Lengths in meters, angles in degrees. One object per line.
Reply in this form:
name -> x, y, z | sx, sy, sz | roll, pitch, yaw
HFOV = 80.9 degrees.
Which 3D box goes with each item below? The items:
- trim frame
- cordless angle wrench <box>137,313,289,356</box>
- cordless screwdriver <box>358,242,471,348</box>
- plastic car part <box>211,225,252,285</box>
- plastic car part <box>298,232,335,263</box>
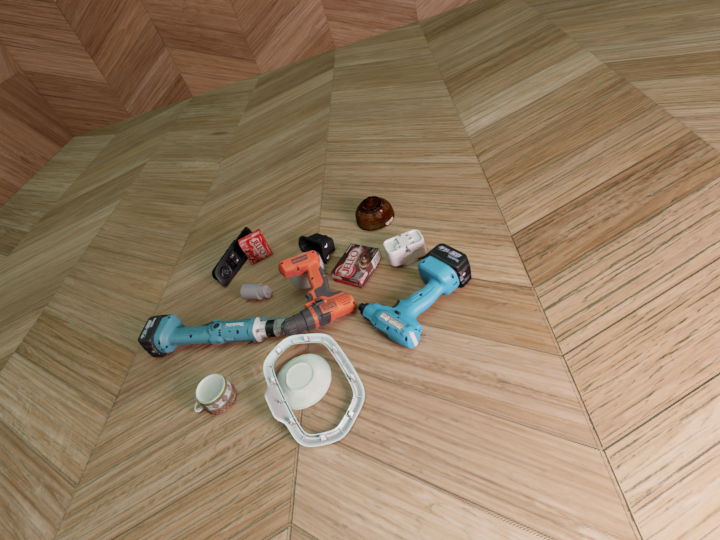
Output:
trim frame -> -0.102, 0.230, 0.859 | 0.182, 0.026, 0.262 | -30, 53, -9
cordless angle wrench -> -0.349, 0.152, 1.055 | 0.433, 0.071, 0.100 | -6, 44, 16
cordless screwdriver -> 0.121, 0.045, 0.944 | 0.247, 0.071, 0.169 | -46, 45, -18
plastic car part -> -0.388, -0.042, 1.277 | 0.070, 0.063, 0.205 | -8, 43, 31
plastic car part -> -0.117, -0.076, 1.196 | 0.069, 0.064, 0.123 | -28, 36, -30
